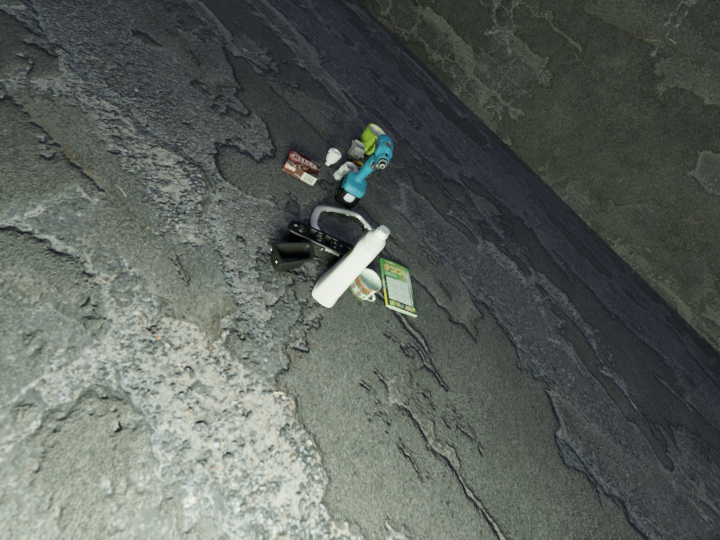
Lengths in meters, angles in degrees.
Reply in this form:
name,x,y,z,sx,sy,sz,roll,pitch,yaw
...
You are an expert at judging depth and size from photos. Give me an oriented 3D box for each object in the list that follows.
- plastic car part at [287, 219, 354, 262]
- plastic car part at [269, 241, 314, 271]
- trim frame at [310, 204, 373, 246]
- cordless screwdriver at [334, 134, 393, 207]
name,x,y,z,sx,sy,sz,roll,pitch,yaw
plastic car part,-0.112,-0.073,1.144,0.197,0.067,0.068,28,41,-16
plastic car part,-0.174,-0.028,1.045,0.111,0.071,0.068,-4,58,-42
trim frame,-0.046,-0.119,1.275,0.236,0.028,0.192,7,49,-35
cordless screwdriver,0.012,-0.293,1.312,0.072,0.251,0.163,29,41,-19
